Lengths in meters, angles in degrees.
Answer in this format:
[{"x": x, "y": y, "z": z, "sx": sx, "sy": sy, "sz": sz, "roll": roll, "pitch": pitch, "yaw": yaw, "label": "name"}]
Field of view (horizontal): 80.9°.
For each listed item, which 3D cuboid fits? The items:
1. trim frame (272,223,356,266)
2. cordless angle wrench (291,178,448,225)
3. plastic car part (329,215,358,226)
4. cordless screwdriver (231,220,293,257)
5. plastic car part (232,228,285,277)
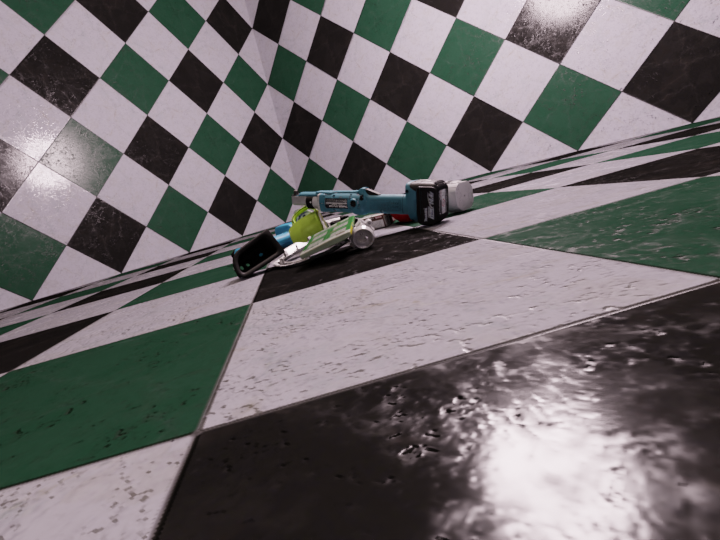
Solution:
[{"x": -0.094, "y": -0.062, "z": 0.962, "sx": 0.192, "sy": 0.027, "sz": 0.244, "roll": -9, "pitch": 21, "yaw": 38, "label": "trim frame"}, {"x": -0.003, "y": -0.170, "z": 1.038, "sx": 0.444, "sy": 0.096, "sz": 0.072, "roll": 7, "pitch": 19, "yaw": 34, "label": "cordless angle wrench"}, {"x": -0.043, "y": -0.114, "z": 1.142, "sx": 0.065, "sy": 0.066, "sz": 0.208, "roll": -26, "pitch": 10, "yaw": -16, "label": "plastic car part"}, {"x": -0.270, "y": -0.089, "z": 1.299, "sx": 0.166, "sy": 0.073, "sz": 0.243, "roll": -9, "pitch": 16, "yaw": 33, "label": "cordless screwdriver"}, {"x": -0.234, "y": -0.026, "z": 0.923, "sx": 0.115, "sy": 0.066, "sz": 0.072, "roll": -40, "pitch": 0, "yaw": -26, "label": "plastic car part"}]
